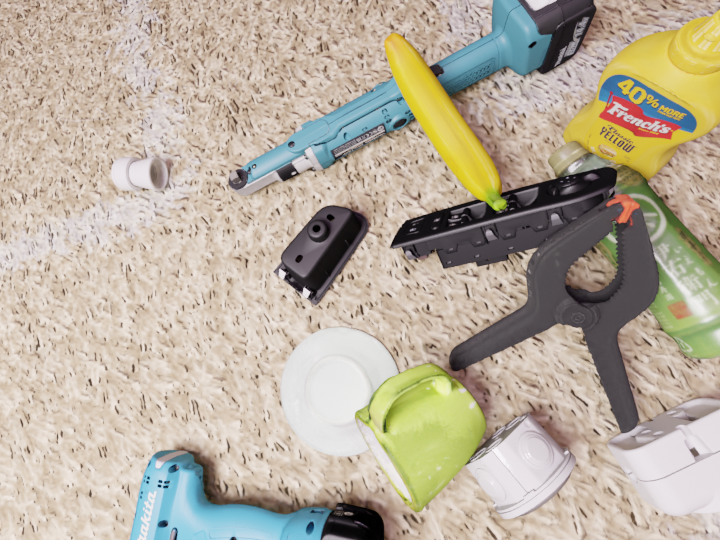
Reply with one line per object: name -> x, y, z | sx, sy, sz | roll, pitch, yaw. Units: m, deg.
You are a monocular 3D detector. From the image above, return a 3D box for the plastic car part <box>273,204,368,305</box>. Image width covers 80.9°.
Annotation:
plastic car part -> -0.045, -0.030, 0.463 | 0.068, 0.069, 0.116 | 36, 87, 15

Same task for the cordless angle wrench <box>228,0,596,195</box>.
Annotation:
cordless angle wrench -> 0.035, -0.192, 0.487 | 0.426, 0.094, 0.076 | -26, 74, 8

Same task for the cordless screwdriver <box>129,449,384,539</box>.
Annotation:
cordless screwdriver -> -0.107, 0.278, 0.391 | 0.256, 0.071, 0.160 | 5, 79, 17

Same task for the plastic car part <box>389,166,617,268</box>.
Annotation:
plastic car part -> 0.134, -0.042, 0.405 | 0.209, 0.065, 0.066 | -18, 102, 31
